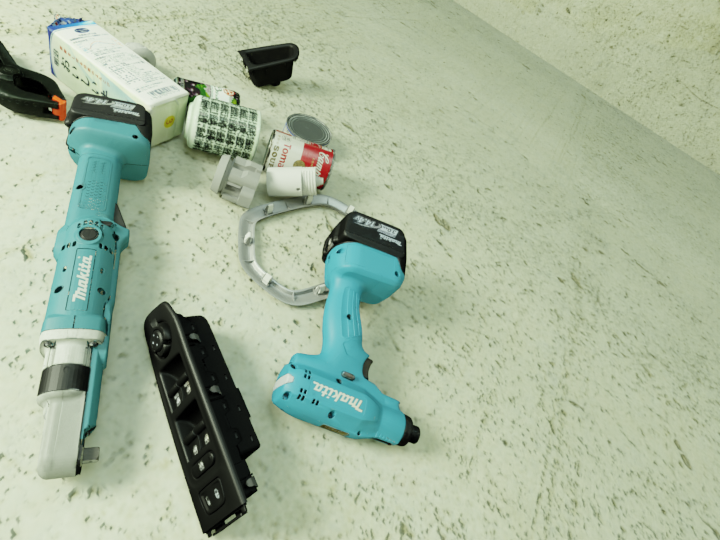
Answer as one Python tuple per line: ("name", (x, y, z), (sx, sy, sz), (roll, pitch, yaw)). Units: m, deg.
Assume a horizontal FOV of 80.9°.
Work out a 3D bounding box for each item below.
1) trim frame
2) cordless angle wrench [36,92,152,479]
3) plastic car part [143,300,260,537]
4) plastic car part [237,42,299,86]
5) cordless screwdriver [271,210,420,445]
("trim frame", (-0.058, -0.038, 0.595), (0.240, 0.027, 0.191), (-19, 63, -41))
("cordless angle wrench", (-0.276, -0.022, 0.434), (0.094, 0.074, 0.440), (4, 51, -27))
("plastic car part", (-0.141, 0.113, 0.383), (0.064, 0.066, 0.211), (-8, 55, -47))
("plastic car part", (-0.174, -0.396, 0.830), (0.114, 0.070, 0.069), (-19, 63, -21))
("cordless screwdriver", (0.008, 0.061, 0.487), (0.156, 0.075, 0.253), (23, 54, -13))
